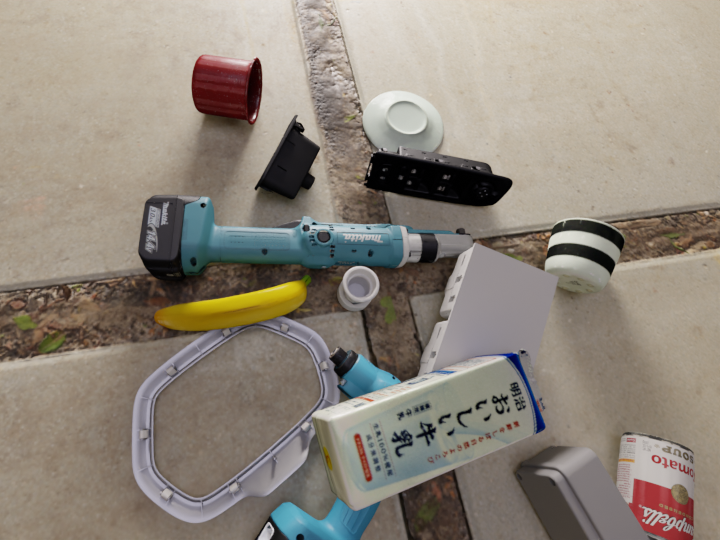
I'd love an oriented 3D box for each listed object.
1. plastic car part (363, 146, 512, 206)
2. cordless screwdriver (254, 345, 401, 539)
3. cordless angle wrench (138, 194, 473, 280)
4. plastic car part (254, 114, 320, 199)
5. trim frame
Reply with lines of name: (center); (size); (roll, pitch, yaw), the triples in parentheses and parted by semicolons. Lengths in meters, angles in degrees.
plastic car part: (0.111, -0.138, 0.613); (0.203, 0.065, 0.068); (13, 42, 0)
cordless screwdriver: (-0.027, 0.214, 0.432); (0.159, 0.075, 0.247); (41, 65, -2)
cordless angle wrench: (-0.053, -0.035, 0.545); (0.417, 0.074, 0.100); (1, 68, -9)
plastic car part: (-0.095, -0.145, 0.593); (0.069, 0.067, 0.117); (25, 70, -15)
trim frame: (-0.139, 0.154, 0.479); (0.245, 0.027, 0.188); (-35, 77, -20)
